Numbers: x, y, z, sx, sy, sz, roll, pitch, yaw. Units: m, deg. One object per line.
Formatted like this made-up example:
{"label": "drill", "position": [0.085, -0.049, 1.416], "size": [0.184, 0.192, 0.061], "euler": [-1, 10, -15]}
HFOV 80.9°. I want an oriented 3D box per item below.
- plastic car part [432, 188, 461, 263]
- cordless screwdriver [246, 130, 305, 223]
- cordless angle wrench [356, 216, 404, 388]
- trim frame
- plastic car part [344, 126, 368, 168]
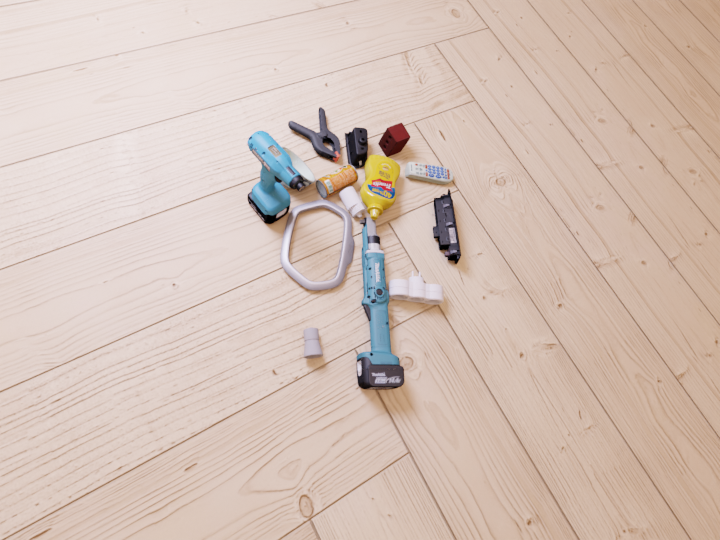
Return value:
{"label": "plastic car part", "position": [0.228, -0.120, 1.135], "size": [0.068, 0.063, 0.207], "euler": [-3, 69, 12]}
{"label": "cordless screwdriver", "position": [-0.193, -0.188, 0.969], "size": [0.073, 0.246, 0.163], "euler": [-36, 78, -24]}
{"label": "cordless angle wrench", "position": [0.036, 0.061, 1.017], "size": [0.096, 0.074, 0.433], "euler": [3, 66, -13]}
{"label": "trim frame", "position": [-0.104, -0.068, 1.063], "size": [0.182, 0.027, 0.253], "euler": [10, 65, -6]}
{"label": "plastic car part", "position": [-0.003, -0.349, 1.170], "size": [0.065, 0.070, 0.119], "euler": [1, 66, -13]}
